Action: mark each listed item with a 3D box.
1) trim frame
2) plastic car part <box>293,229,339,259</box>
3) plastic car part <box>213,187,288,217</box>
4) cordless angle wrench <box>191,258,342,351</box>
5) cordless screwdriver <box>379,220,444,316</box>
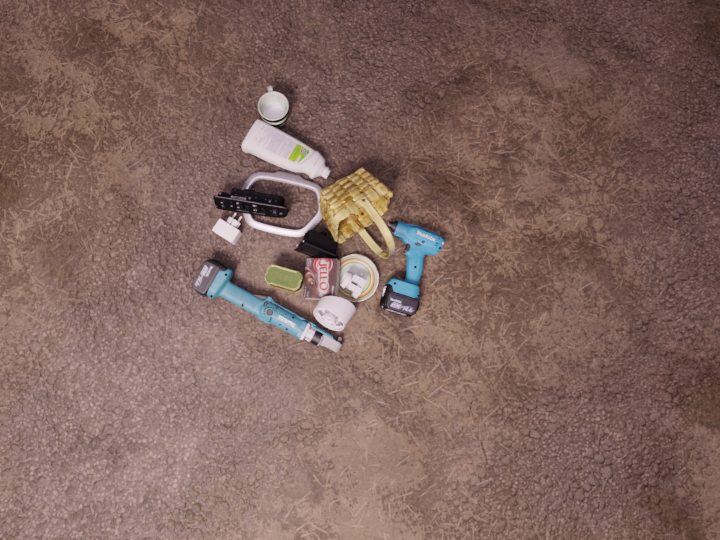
[{"bbox_3d":[-0.220,-0.191,1.193,0.249,0.027,0.185,11,82,2],"label":"trim frame"},{"bbox_3d":[-0.113,-0.074,1.155,0.111,0.068,0.072,18,66,-28],"label":"plastic car part"},{"bbox_3d":[-0.292,-0.186,1.155,0.204,0.065,0.068,13,56,2],"label":"plastic car part"},{"bbox_3d":[-0.241,0.108,1.126,0.424,0.074,0.098,28,82,1],"label":"cordless angle wrench"},{"bbox_3d":[0.115,-0.009,1.149,0.160,0.074,0.250,22,78,2],"label":"cordless screwdriver"}]
